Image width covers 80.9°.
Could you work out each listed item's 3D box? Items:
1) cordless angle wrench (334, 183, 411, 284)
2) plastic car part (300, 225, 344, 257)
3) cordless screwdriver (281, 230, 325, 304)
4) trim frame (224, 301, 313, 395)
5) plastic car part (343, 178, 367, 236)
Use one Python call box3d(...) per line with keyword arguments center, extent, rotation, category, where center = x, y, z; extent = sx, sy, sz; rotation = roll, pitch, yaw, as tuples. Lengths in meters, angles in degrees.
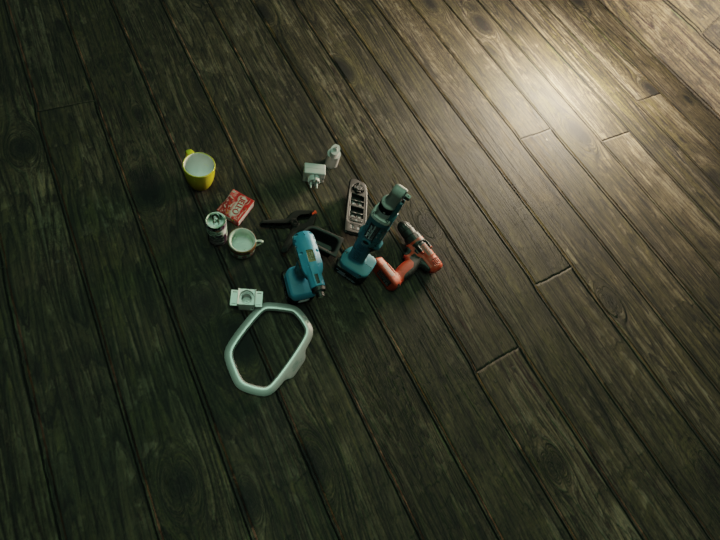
box3d(center=(0.027, -0.084, 1.028), extent=(0.099, 0.420, 0.074), rotation=(36, 63, 2), category="cordless angle wrench")
box3d(center=(-0.117, -0.076, 1.195), extent=(0.117, 0.070, 0.066), rotation=(24, 63, 0), category="plastic car part")
box3d(center=(-0.136, 0.026, 1.042), extent=(0.072, 0.247, 0.164), rotation=(-11, 69, -19), category="cordless screwdriver")
box3d(center=(-0.228, 0.192, 1.067), extent=(0.186, 0.027, 0.248), rotation=(32, 63, 6), category="trim frame")
box3d(center=(-0.016, -0.183, 1.268), extent=(0.065, 0.066, 0.207), rotation=(9, 63, -9), category="plastic car part")
